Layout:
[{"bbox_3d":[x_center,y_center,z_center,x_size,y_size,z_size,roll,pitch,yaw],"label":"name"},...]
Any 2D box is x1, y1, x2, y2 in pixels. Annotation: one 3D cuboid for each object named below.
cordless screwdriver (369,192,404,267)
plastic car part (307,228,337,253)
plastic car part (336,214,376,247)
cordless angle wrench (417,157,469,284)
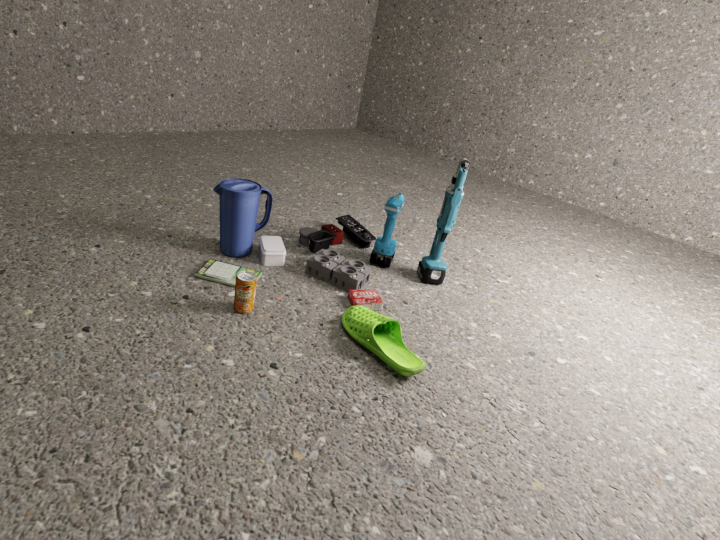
[{"bbox_3d":[0.103,-0.146,1.480,0.076,0.244,0.158,17,27,10],"label":"cordless screwdriver"},{"bbox_3d":[-0.146,-0.096,1.498,0.069,0.069,0.113,26,32,28],"label":"plastic car part"},{"bbox_3d":[-0.019,-0.146,1.634,0.064,0.066,0.215,-10,33,-34],"label":"plastic car part"},{"bbox_3d":[0.276,-0.155,1.366,0.073,0.415,0.101,8,27,-8],"label":"cordless angle wrench"}]
